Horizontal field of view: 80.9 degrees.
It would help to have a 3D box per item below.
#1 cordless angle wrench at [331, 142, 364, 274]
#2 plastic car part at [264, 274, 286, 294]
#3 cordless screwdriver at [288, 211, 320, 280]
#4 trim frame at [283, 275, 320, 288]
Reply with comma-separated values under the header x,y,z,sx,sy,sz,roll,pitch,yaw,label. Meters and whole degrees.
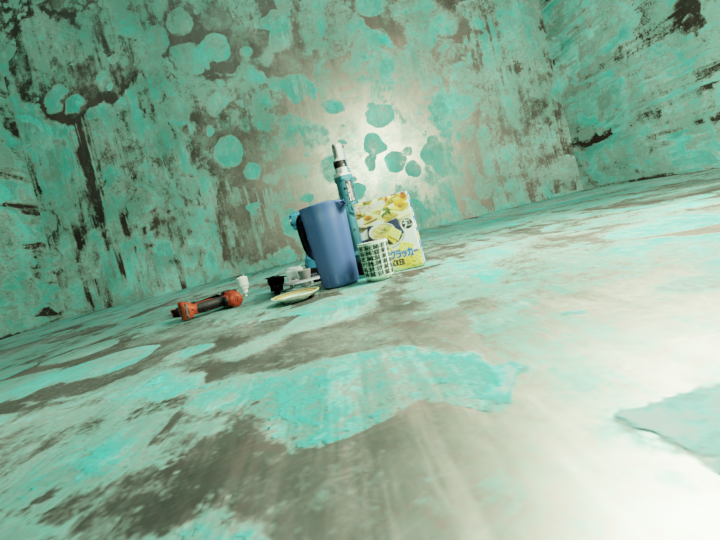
x,y,z,sx,sy,sz,roll,pitch,yaw,label
-0.029,-0.198,1.342,0.095,0.422,0.077,-15,2,-30,cordless angle wrench
-0.272,0.043,1.369,0.065,0.067,0.207,-15,6,-12,plastic car part
-0.143,-0.093,1.458,0.160,0.248,0.074,-14,2,1,cordless screwdriver
-0.155,0.026,1.443,0.191,0.027,0.241,-11,7,29,trim frame
